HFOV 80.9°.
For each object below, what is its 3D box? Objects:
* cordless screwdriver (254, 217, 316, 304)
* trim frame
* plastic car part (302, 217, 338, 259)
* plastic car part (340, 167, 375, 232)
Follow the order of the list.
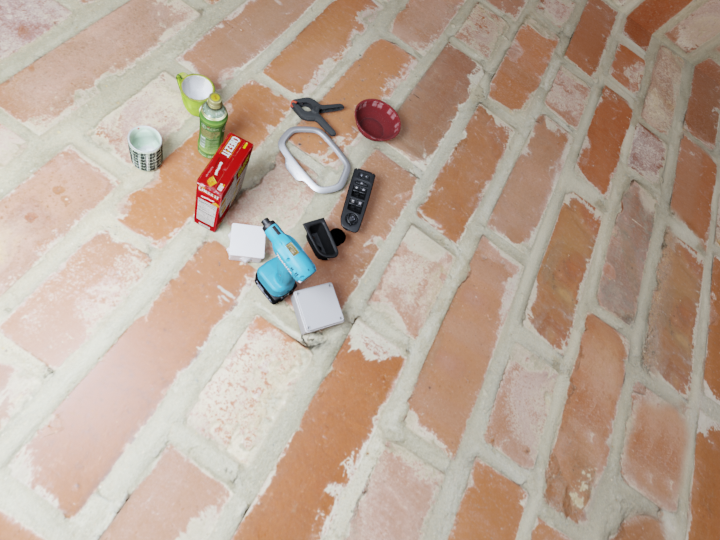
[{"bbox_3d":[-0.197,-0.018,0.995,0.073,0.251,0.161,-35,87,-28],"label":"cordless screwdriver"},{"bbox_3d":[-0.138,-0.336,1.270,0.181,0.028,0.251,-36,83,-27],"label":"trim frame"},{"bbox_3d":[-0.112,-0.073,1.146,0.064,0.071,0.119,-19,77,-26],"label":"plastic car part"},{"bbox_3d":[-0.017,-0.197,1.231,0.065,0.067,0.206,20,64,-13],"label":"plastic car part"}]
